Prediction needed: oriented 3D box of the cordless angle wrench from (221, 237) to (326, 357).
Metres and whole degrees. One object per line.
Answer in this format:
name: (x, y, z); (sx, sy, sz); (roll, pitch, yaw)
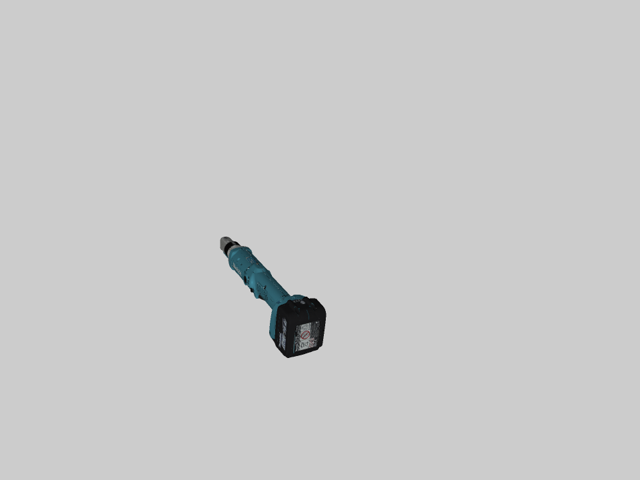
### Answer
cordless angle wrench: (-0.130, 0.080, 0.873); (0.074, 0.098, 0.422); (-7, 26, -30)
